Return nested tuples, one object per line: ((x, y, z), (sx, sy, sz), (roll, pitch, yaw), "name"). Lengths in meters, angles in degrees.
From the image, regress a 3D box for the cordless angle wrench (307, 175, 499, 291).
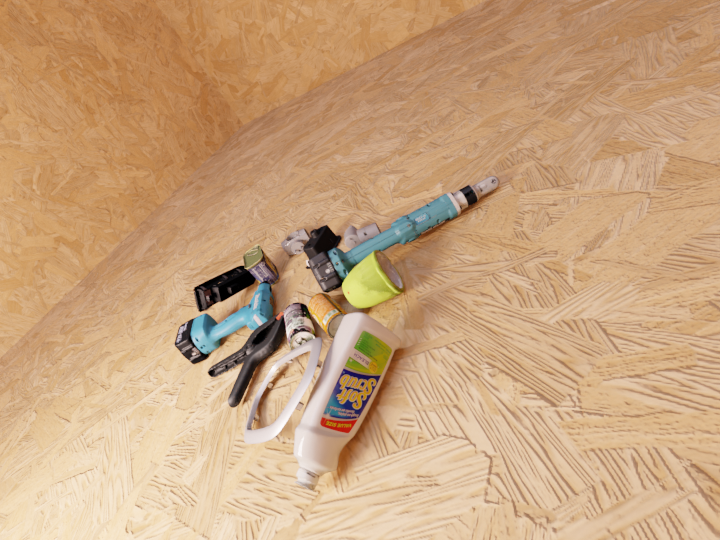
((0.095, -0.085, 0.878), (0.424, 0.076, 0.096), (-28, -8, 4), "cordless angle wrench")

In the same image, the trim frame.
((-0.128, 0.195, 0.698), (0.252, 0.027, 0.186), (-39, 25, 51), "trim frame")

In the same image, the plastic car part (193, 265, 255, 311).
((-0.341, 0.037, 1.100), (0.069, 0.065, 0.199), (-9, 15, 25), "plastic car part")

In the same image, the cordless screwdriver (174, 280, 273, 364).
((-0.321, 0.117, 1.029), (0.252, 0.071, 0.164), (-25, 32, 11), "cordless screwdriver")

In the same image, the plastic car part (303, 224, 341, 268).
((-0.104, -0.068, 1.061), (0.069, 0.067, 0.117), (-6, 45, 39), "plastic car part")
